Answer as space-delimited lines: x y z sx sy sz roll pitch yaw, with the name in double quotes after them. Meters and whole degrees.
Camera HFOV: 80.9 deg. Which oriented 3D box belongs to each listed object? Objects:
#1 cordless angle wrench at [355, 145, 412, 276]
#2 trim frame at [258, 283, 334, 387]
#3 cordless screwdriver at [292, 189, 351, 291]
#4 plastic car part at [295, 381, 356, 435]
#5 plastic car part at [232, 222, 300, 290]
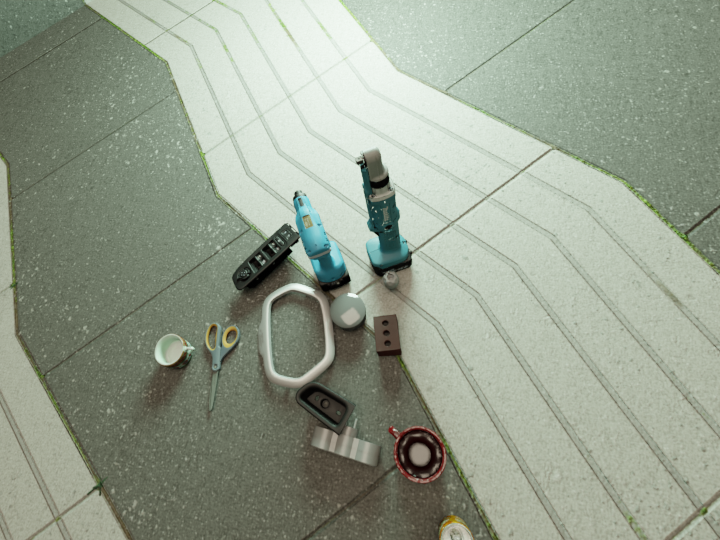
0.045 -0.106 0.838 0.098 0.406 0.077 -19 65 0 "cordless angle wrench"
-0.153 0.145 0.980 0.186 0.026 0.256 -13 63 7 "trim frame"
-0.092 -0.060 0.943 0.074 0.239 0.165 -21 64 -1 "cordless screwdriver"
-0.071 0.278 0.875 0.121 0.068 0.066 27 74 22 "plastic car part"
-0.235 -0.027 1.059 0.202 0.064 0.069 -42 65 -8 "plastic car part"
